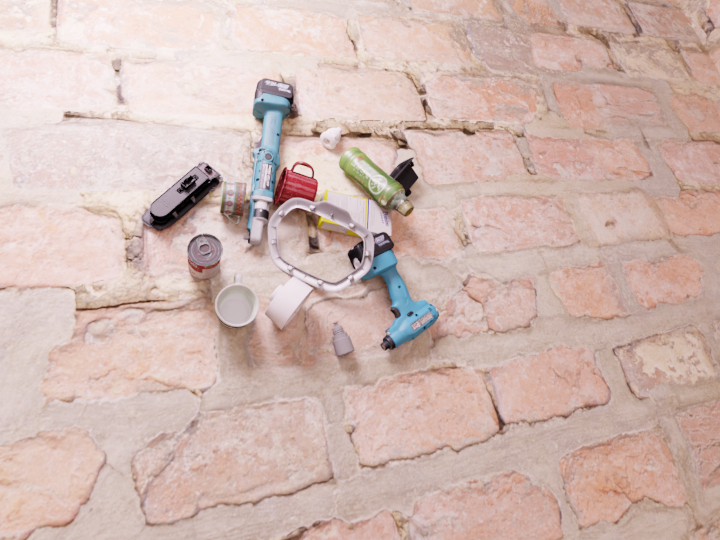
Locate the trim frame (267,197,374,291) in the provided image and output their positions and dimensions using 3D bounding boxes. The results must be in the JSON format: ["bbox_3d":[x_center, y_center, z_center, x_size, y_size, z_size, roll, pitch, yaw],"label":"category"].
[{"bbox_3d":[-0.092,-0.060,0.936,0.252,0.027,0.184,26,94,7],"label":"trim frame"}]

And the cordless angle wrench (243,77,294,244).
[{"bbox_3d":[-0.225,-0.259,1.007,0.095,0.075,0.431,8,70,-16],"label":"cordless angle wrench"}]

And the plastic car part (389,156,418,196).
[{"bbox_3d":[0.107,-0.228,1.101,0.069,0.068,0.116,43,66,-16],"label":"plastic car part"}]

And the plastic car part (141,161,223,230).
[{"bbox_3d":[-0.389,-0.168,0.927,0.065,0.068,0.202,41,66,-9],"label":"plastic car part"}]

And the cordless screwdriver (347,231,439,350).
[{"bbox_3d":[0.056,0.047,0.966,0.156,0.075,0.251,-30,84,-25],"label":"cordless screwdriver"}]
